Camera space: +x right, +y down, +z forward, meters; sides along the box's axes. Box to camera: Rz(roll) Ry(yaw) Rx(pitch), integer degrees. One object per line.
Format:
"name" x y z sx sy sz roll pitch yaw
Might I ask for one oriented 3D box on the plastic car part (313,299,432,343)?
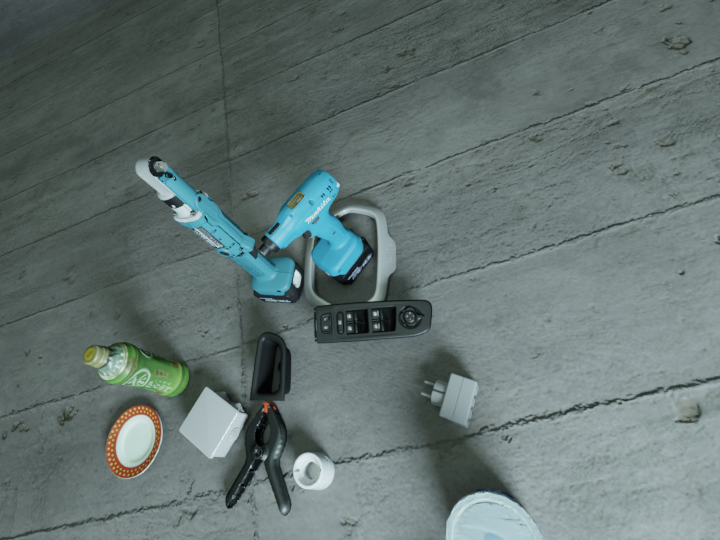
"plastic car part" 0.024 0.092 0.730 0.208 0.064 0.068 -8 62 18

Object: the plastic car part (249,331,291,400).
"plastic car part" -0.149 0.175 0.754 0.068 0.067 0.119 -7 62 17

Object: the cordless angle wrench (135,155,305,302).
"cordless angle wrench" -0.215 -0.051 0.697 0.101 0.402 0.075 1 66 19

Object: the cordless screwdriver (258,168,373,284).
"cordless screwdriver" -0.072 -0.047 0.736 0.078 0.236 0.159 36 81 30

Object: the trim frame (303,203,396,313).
"trim frame" -0.023 -0.023 0.830 0.189 0.026 0.254 -7 62 19
